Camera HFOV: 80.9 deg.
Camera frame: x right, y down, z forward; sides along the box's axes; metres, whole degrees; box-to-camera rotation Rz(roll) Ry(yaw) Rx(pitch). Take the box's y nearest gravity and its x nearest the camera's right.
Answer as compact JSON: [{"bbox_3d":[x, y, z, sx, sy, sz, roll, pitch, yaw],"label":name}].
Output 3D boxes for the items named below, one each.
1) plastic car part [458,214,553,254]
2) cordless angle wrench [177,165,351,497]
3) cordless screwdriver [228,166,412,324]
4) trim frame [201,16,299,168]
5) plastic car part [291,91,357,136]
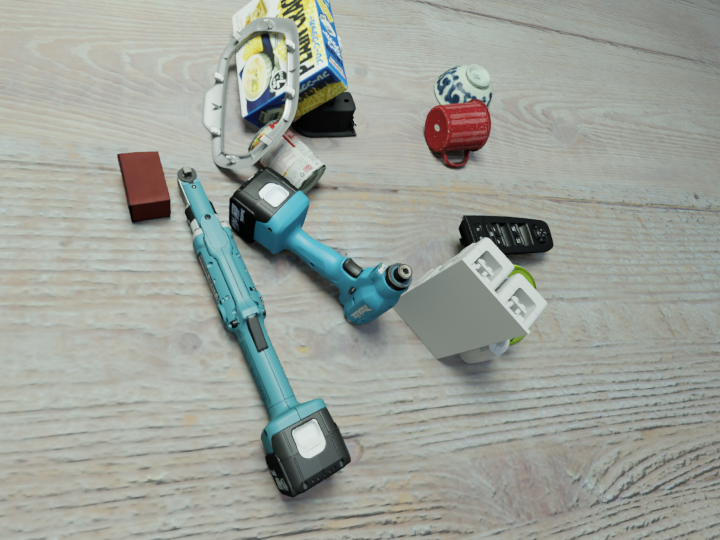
[{"bbox_3d":[0.238,-0.049,0.701,0.196,0.067,0.068,-5,64,-25],"label":"plastic car part"},{"bbox_3d":[-0.148,0.046,0.528,0.072,0.098,0.435,-20,71,-27],"label":"cordless angle wrench"},{"bbox_3d":[-0.054,-0.035,0.548,0.250,0.159,0.074,40,61,2],"label":"cordless screwdriver"},{"bbox_3d":[-0.164,-0.265,0.619,0.026,0.191,0.252,17,67,-54],"label":"trim frame"},{"bbox_3d":[-0.055,-0.265,0.698,0.113,0.071,0.067,-10,73,-26],"label":"plastic car part"}]
